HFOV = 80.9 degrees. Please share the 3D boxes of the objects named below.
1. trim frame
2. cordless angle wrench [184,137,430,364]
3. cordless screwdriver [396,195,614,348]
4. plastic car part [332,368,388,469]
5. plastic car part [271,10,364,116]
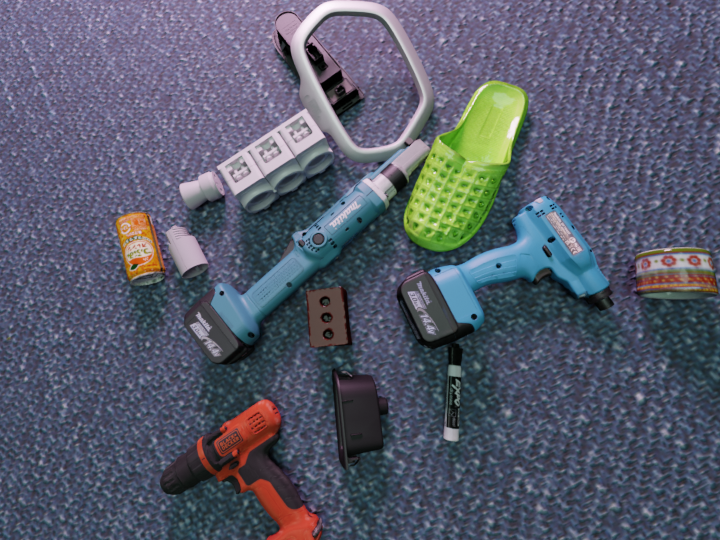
[{"bbox_3d":[0.002,-0.281,0.629,0.184,0.028,0.245,-30,97,-2],"label":"trim frame"},{"bbox_3d":[-0.059,-0.039,0.604,0.422,0.072,0.101,-42,77,-3],"label":"cordless angle wrench"},{"bbox_3d":[0.182,0.026,0.545,0.248,0.072,0.163,-29,76,-1],"label":"cordless screwdriver"},{"bbox_3d":[0.001,0.188,0.553,0.070,0.066,0.118,-1,75,-8],"label":"plastic car part"},{"bbox_3d":[-0.081,-0.340,0.676,0.066,0.065,0.209,-38,72,6],"label":"plastic car part"}]
